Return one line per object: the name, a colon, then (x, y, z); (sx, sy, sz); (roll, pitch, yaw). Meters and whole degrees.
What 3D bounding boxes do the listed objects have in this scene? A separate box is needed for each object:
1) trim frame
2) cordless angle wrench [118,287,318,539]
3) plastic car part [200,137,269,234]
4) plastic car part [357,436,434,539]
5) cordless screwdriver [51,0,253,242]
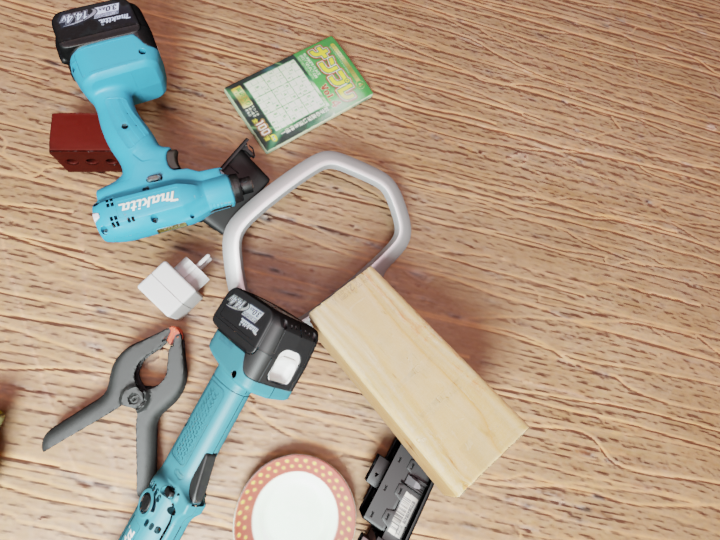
trim frame: (-0.050, -0.033, 0.512); (0.247, 0.028, 0.182); (-41, 95, -12)
cordless angle wrench: (-0.183, 0.224, 0.408); (0.104, 0.070, 0.423); (22, 81, 43)
plastic car part: (-0.155, -0.092, 0.515); (0.069, 0.068, 0.116); (37, 78, -16)
plastic car part: (0.050, 0.218, 0.463); (0.069, 0.064, 0.202); (32, 73, 14)
cordless screwdriver: (-0.224, -0.164, 0.459); (0.156, 0.074, 0.252); (-18, 82, -14)
